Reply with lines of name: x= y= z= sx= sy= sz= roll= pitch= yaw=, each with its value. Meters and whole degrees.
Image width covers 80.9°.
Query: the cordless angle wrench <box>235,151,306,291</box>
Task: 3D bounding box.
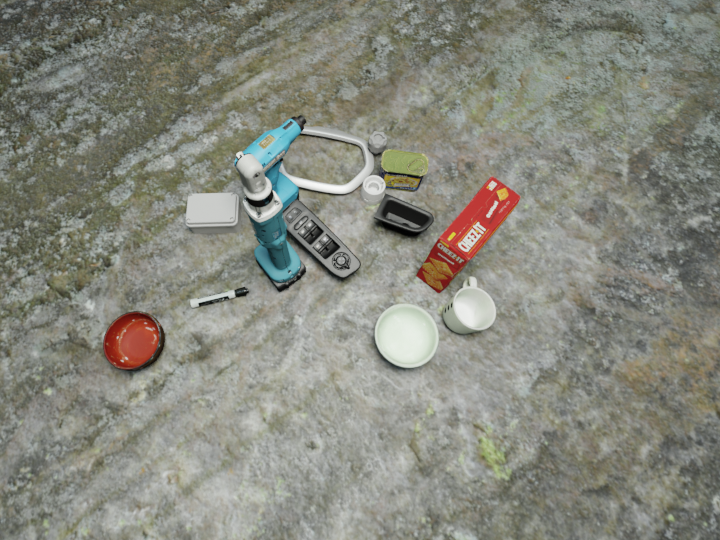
cordless angle wrench: x=-0.154 y=-0.068 z=0.722 sx=0.074 sy=0.415 sz=0.100 roll=-37 pitch=78 yaw=-15

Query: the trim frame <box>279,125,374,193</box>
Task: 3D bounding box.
trim frame: x=-0.091 y=-0.269 z=1.005 sx=0.251 sy=0.027 sz=0.186 roll=10 pitch=69 yaw=5

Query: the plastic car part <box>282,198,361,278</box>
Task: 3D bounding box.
plastic car part: x=-0.088 y=-0.058 z=0.903 sx=0.209 sy=0.065 sz=0.066 roll=43 pitch=74 yaw=15

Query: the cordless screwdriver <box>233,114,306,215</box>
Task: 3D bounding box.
cordless screwdriver: x=-0.166 y=-0.198 z=0.863 sx=0.076 sy=0.244 sz=0.158 roll=41 pitch=74 yaw=9

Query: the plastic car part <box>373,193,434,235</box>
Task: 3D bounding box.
plastic car part: x=0.092 y=-0.107 z=0.917 sx=0.119 sy=0.069 sz=0.066 roll=25 pitch=71 yaw=8
